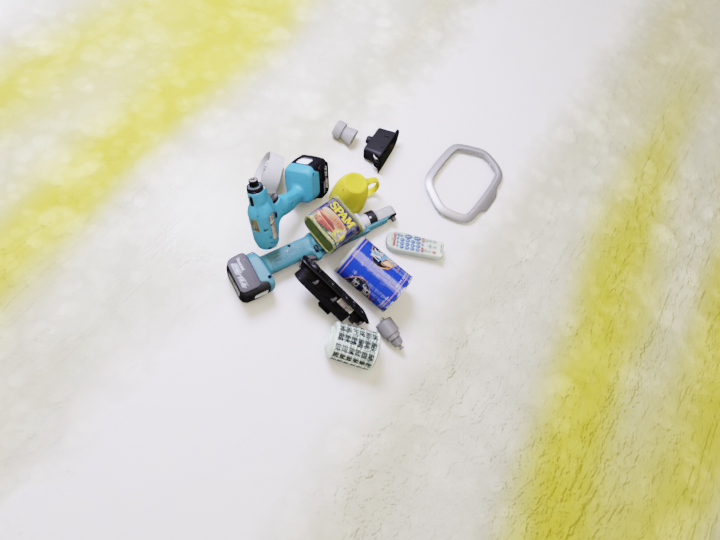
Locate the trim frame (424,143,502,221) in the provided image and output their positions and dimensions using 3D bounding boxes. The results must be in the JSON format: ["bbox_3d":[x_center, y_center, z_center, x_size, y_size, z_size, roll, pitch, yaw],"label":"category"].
[{"bbox_3d":[0.273,-0.233,1.109,0.186,0.027,0.247,37,66,5],"label":"trim frame"}]

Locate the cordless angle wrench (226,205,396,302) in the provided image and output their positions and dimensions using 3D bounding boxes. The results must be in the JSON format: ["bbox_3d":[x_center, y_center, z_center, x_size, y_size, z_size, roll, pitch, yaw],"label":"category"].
[{"bbox_3d":[-0.094,-0.061,0.959,0.415,0.074,0.100,-27,78,-20],"label":"cordless angle wrench"}]

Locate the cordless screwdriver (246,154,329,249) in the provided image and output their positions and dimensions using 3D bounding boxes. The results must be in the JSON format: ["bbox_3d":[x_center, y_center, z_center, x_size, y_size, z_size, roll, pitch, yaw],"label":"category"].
[{"bbox_3d":[-0.158,-0.176,0.908,0.077,0.153,0.248,15,45,21],"label":"cordless screwdriver"}]

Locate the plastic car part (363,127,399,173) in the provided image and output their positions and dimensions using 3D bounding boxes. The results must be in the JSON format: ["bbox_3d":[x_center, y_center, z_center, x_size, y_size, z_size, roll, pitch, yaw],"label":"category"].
[{"bbox_3d":[0.045,-0.321,1.086,0.073,0.064,0.117,22,64,11],"label":"plastic car part"}]

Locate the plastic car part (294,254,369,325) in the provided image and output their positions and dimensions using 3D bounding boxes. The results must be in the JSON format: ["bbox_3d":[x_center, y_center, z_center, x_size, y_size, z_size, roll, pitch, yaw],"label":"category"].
[{"bbox_3d":[-0.068,0.048,0.901,0.068,0.068,0.196,-36,108,13],"label":"plastic car part"}]
